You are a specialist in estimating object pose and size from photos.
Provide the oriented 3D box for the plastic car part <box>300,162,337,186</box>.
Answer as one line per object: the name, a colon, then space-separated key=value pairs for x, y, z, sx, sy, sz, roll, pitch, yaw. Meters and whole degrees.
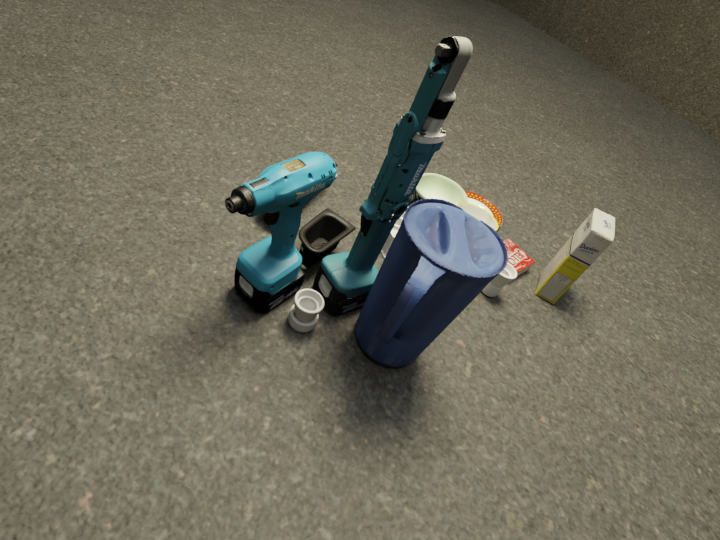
plastic car part: x=-0.124 y=-0.158 z=0.827 sx=0.067 sy=0.066 sz=0.201 roll=30 pitch=44 yaw=7

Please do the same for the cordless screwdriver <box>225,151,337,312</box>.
cordless screwdriver: x=-0.126 y=-0.039 z=0.576 sx=0.077 sy=0.246 sz=0.155 roll=41 pitch=46 yaw=16

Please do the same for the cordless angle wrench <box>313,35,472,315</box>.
cordless angle wrench: x=0.036 y=-0.096 z=0.567 sx=0.094 sy=0.418 sz=0.078 roll=-14 pitch=56 yaw=-34

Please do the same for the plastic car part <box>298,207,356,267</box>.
plastic car part: x=-0.072 y=-0.047 z=0.732 sx=0.068 sy=0.070 sz=0.115 roll=34 pitch=45 yaw=12
